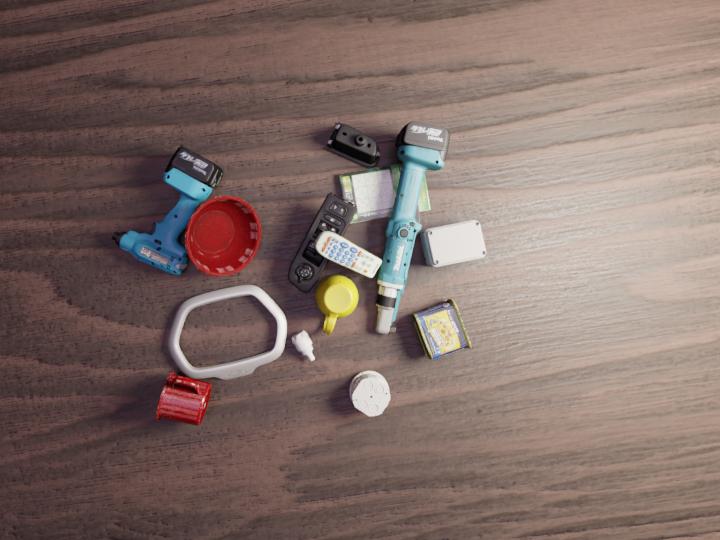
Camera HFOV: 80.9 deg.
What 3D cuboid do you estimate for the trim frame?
[{"bbox_3d":[-0.273,0.130,0.870,0.248,0.027,0.185,-14,85,-2],"label":"trim frame"}]

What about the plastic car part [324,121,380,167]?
[{"bbox_3d":[-0.009,-0.263,0.872,0.118,0.070,0.066,26,88,4],"label":"plastic car part"}]

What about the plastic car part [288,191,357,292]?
[{"bbox_3d":[-0.084,-0.055,0.858,0.065,0.068,0.203,28,91,-8],"label":"plastic car part"}]

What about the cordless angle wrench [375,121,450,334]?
[{"bbox_3d":[0.084,-0.077,0.851,0.098,0.075,0.421,12,93,-3],"label":"cordless angle wrench"}]

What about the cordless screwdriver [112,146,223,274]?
[{"bbox_3d":[-0.395,-0.130,0.868,0.160,0.074,0.248,24,91,1],"label":"cordless screwdriver"}]
